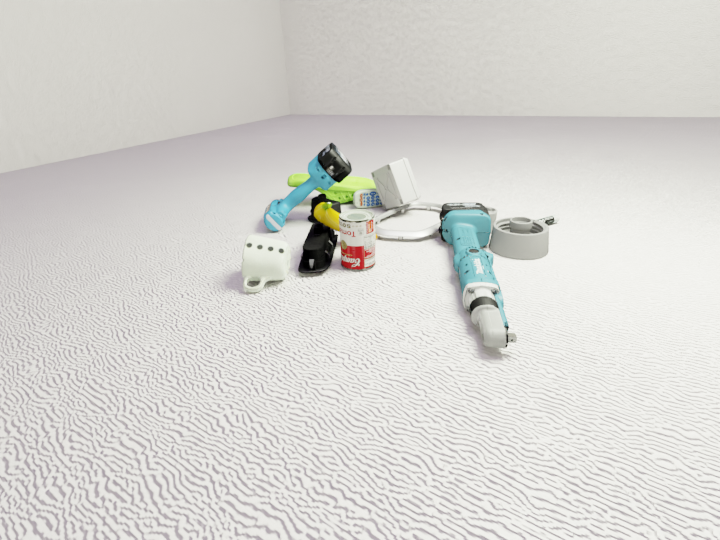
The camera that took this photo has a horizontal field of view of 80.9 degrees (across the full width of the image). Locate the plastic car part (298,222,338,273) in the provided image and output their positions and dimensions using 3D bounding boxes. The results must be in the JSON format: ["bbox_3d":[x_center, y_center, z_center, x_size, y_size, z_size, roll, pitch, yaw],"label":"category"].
[{"bbox_3d":[-0.085,-0.055,0.867,0.067,0.065,0.207,5,29,1],"label":"plastic car part"}]

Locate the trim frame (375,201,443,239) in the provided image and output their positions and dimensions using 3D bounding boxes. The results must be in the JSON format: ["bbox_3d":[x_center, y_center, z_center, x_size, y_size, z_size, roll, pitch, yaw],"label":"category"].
[{"bbox_3d":[0.122,-0.121,1.001,0.195,0.027,0.242,21,38,39],"label":"trim frame"}]

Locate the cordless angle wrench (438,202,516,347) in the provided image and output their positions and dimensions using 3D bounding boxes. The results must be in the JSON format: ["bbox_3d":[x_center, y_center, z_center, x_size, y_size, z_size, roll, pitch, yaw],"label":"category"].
[{"bbox_3d":[0.194,-0.010,0.722,0.100,0.072,0.428,0,29,8],"label":"cordless angle wrench"}]

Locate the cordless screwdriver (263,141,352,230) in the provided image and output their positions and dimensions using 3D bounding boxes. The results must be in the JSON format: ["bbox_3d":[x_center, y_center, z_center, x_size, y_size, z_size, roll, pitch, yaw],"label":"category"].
[{"bbox_3d":[-0.140,-0.208,1.049,0.250,0.071,0.164,-39,24,12],"label":"cordless screwdriver"}]

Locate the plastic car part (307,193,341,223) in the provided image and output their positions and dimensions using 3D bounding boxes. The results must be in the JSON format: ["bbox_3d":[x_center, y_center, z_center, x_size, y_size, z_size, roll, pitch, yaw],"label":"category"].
[{"bbox_3d":[-0.090,-0.154,1.052,0.064,0.069,0.123,-20,33,-36],"label":"plastic car part"}]
